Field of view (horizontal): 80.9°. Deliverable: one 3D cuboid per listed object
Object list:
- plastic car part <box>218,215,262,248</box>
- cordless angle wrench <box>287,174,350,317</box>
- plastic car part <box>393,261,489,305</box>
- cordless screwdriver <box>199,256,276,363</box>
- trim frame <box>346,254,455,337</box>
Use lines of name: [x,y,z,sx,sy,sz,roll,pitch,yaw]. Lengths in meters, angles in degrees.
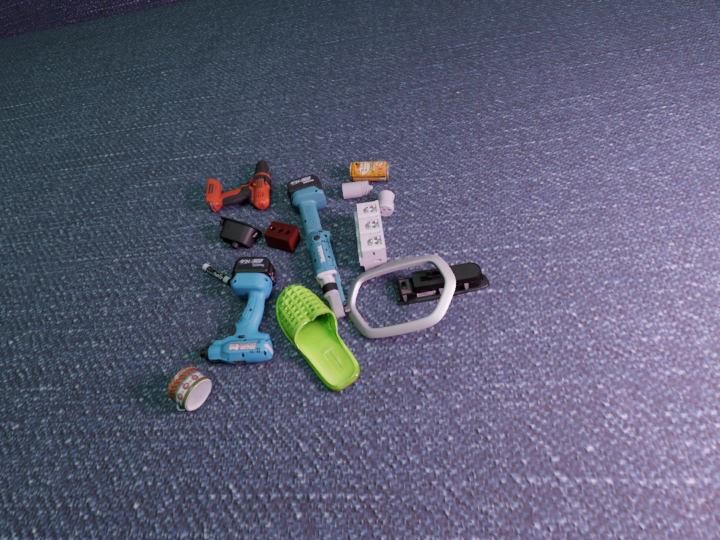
plastic car part: [-0.331,-0.094,1.135,0.121,0.063,0.071,19,74,20]
cordless angle wrench: [-0.103,-0.067,1.054,0.098,0.071,0.441,-17,54,-1]
plastic car part: [0.178,0.020,0.931,0.204,0.064,0.069,-8,46,3]
cordless screwdriver: [-0.275,0.091,0.971,0.161,0.071,0.256,-7,56,7]
trim frame: [0.080,0.051,0.905,0.255,0.026,0.190,-19,54,25]
